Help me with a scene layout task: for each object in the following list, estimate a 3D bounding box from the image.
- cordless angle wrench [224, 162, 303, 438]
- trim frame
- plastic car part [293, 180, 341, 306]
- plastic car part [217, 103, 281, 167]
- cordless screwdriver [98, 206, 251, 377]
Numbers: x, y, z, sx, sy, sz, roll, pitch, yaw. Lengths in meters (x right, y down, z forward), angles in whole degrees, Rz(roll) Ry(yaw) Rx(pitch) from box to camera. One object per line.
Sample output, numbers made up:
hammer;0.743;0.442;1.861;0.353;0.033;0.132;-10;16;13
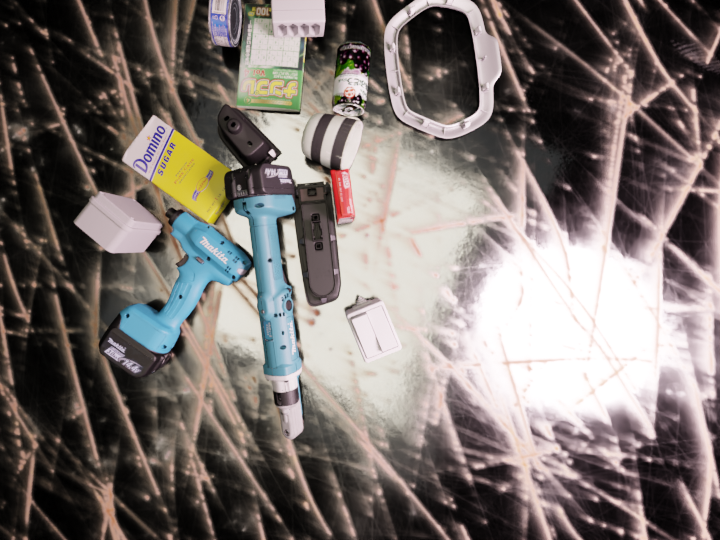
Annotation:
cordless angle wrench;-0.132;0.052;0.655;0.077;0.094;0.422;-6;92;28
trim frame;0.135;-0.341;0.698;0.184;0.027;0.250;-6;85;0
plastic car part;-0.066;-0.043;0.674;0.065;0.068;0.203;-6;90;-12
plastic car part;-0.192;-0.218;0.679;0.066;0.071;0.116;-42;92;-2
cordless screwdriver;-0.309;0.031;0.671;0.160;0.074;0.248;38;85;2
